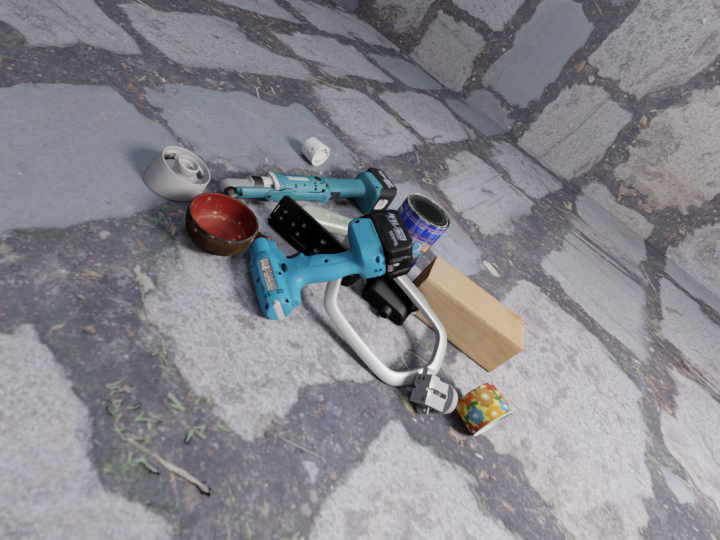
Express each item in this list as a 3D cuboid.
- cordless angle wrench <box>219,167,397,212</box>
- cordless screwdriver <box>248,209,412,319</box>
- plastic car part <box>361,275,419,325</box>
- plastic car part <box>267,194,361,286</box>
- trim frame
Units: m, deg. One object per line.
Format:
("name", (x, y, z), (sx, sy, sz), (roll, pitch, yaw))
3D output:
("cordless angle wrench", (-0.099, -0.173, 0.894), (0.404, 0.074, 0.102), (-7, 53, -40))
("cordless screwdriver", (-0.053, -0.031, 0.671), (0.247, 0.071, 0.167), (-19, 54, -7))
("plastic car part", (0.050, 0.052, 0.762), (0.118, 0.066, 0.070), (43, 51, 4))
("plastic car part", (-0.076, -0.050, 0.779), (0.208, 0.066, 0.065), (43, 11, 12))
("trim frame", (0.043, 0.072, 0.701), (0.251, 0.028, 0.181), (48, 57, 6))
